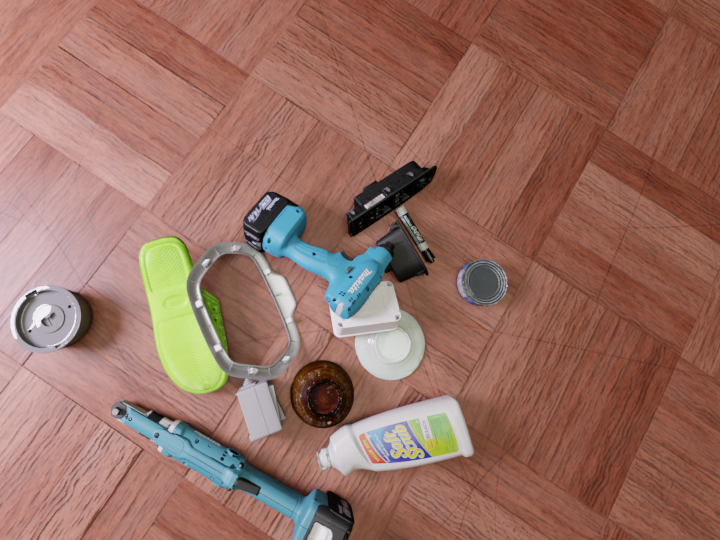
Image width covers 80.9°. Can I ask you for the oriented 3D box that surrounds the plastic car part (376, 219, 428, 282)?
[{"bbox_3d":[0.068,-0.027,0.778,0.071,0.065,0.117,-27,88,5],"label":"plastic car part"}]

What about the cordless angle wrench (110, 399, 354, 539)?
[{"bbox_3d":[-0.216,0.320,0.682,0.427,0.097,0.074,27,80,4],"label":"cordless angle wrench"}]

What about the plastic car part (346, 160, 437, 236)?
[{"bbox_3d":[0.051,-0.144,0.795,0.201,0.064,0.070,-31,61,-8],"label":"plastic car part"}]

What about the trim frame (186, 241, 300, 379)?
[{"bbox_3d":[-0.190,0.064,0.715,0.178,0.028,0.252,-20,80,-46],"label":"trim frame"}]

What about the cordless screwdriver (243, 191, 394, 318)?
[{"bbox_3d":[-0.072,-0.047,0.733,0.255,0.073,0.158,35,64,12],"label":"cordless screwdriver"}]
